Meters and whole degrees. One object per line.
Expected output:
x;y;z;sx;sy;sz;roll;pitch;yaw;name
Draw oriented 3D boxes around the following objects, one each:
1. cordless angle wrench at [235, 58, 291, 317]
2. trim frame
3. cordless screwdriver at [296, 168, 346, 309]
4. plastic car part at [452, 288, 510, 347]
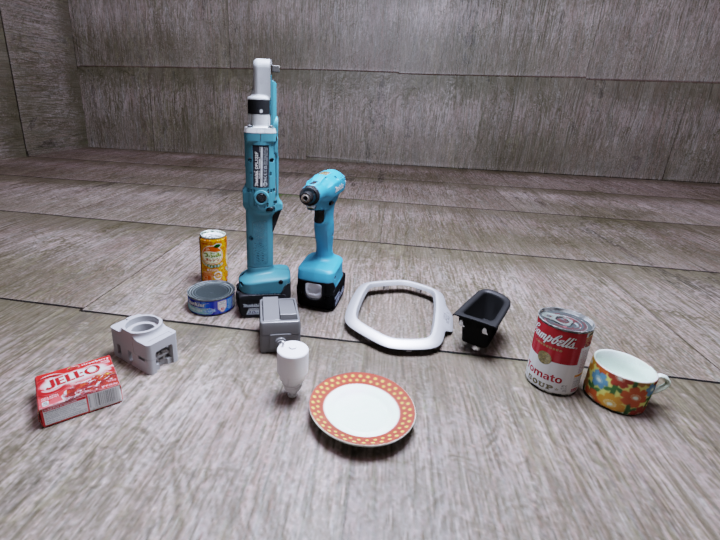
-0.165;-0.126;0.709;0.096;0.415;0.077;0;20;-11;cordless angle wrench
0.071;0.072;0.757;0.188;0.027;0.248;7;23;11;trim frame
-0.074;-0.048;0.753;0.076;0.244;0.158;8;21;12;cordless screwdriver
0.200;0.084;0.684;0.069;0.069;0.113;17;25;32;plastic car part
